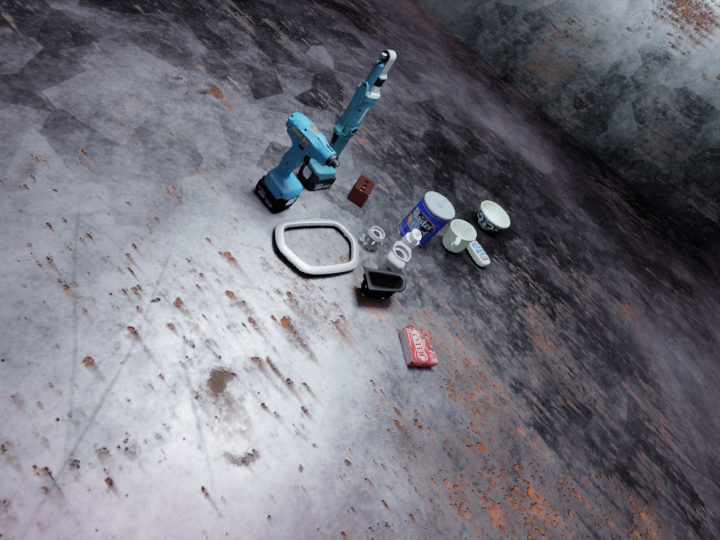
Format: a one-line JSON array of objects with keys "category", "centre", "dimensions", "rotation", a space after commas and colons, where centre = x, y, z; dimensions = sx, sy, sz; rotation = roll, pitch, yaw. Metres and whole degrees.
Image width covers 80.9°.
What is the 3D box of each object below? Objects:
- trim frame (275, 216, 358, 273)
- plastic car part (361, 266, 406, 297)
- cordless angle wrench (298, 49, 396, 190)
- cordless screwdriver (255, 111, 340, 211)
[{"category": "trim frame", "centre": [-0.105, -0.069, 1.072], "dimensions": [0.238, 0.027, 0.191], "rotation": [-8, 59, -37]}, {"category": "plastic car part", "centre": [0.049, 0.041, 1.043], "dimensions": [0.112, 0.071, 0.068], "rotation": [10, 51, -27]}, {"category": "cordless angle wrench", "centre": [-0.033, -0.376, 1.093], "dimensions": [0.094, 0.425, 0.077], "rotation": [-17, 68, -43]}, {"category": "cordless screwdriver", "centre": [-0.153, -0.237, 1.024], "dimensions": [0.163, 0.250, 0.072], "rotation": [50, 44, 10]}]
